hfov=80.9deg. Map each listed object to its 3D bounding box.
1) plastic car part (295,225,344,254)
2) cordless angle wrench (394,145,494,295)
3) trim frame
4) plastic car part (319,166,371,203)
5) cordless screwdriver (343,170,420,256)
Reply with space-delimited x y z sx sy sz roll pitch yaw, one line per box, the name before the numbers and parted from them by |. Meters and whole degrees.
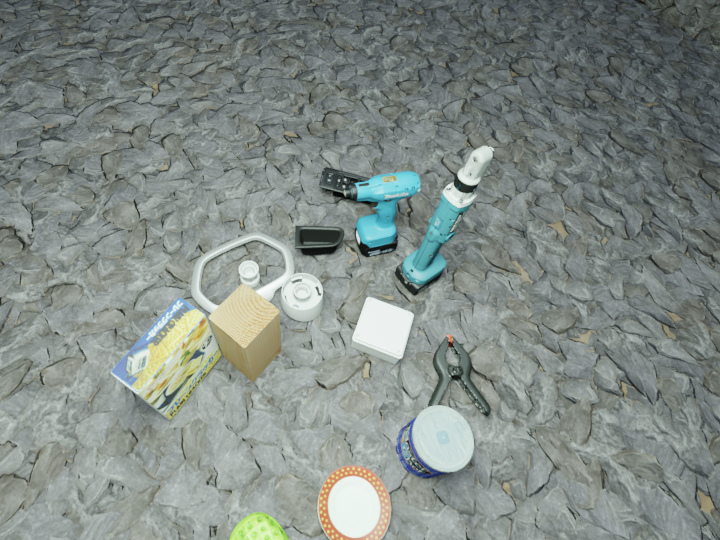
plastic car part | -0.099 -0.065 1.017 0.116 0.069 0.068 1 59 -5
cordless angle wrench | 0.164 -0.086 0.845 0.096 0.414 0.077 -29 69 -23
trim frame | -0.274 0.005 0.986 0.244 0.027 0.192 -28 64 -19
plastic car part | -0.007 -0.210 1.117 0.204 0.065 0.067 12 58 3
cordless screwdriver | 0.029 -0.124 0.960 0.156 0.244 0.077 -9 62 -13
